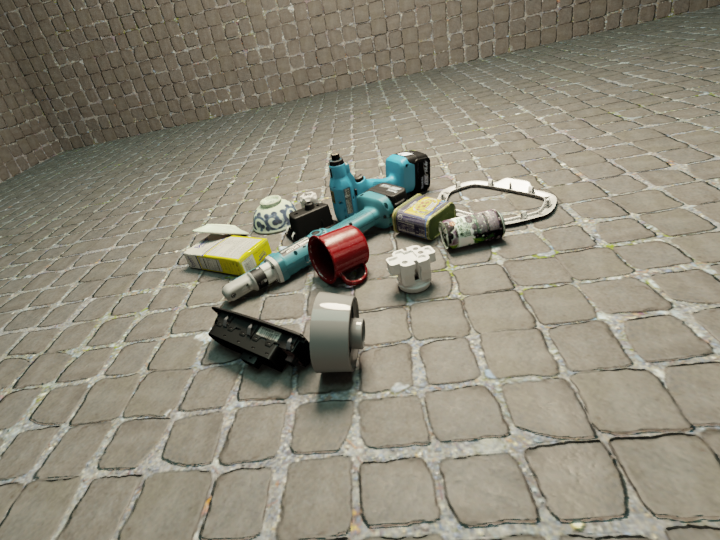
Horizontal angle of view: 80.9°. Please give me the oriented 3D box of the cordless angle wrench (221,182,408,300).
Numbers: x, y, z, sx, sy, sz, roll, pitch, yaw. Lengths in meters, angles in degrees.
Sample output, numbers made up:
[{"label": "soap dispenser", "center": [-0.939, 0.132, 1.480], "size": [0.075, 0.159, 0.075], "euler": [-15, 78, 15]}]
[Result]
[{"label": "cordless angle wrench", "center": [-0.082, -0.054, 0.844], "size": [0.415, 0.071, 0.104], "euler": [-32, 35, -23]}]

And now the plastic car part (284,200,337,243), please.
[{"label": "plastic car part", "center": [-0.116, -0.119, 0.955], "size": [0.115, 0.068, 0.070], "euler": [-27, 34, -16]}]

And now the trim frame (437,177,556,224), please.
[{"label": "trim frame", "center": [0.276, -0.152, 0.891], "size": [0.180, 0.026, 0.263], "euler": [-31, 33, -26]}]

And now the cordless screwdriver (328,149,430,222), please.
[{"label": "cordless screwdriver", "center": [0.040, -0.222, 0.975], "size": [0.244, 0.154, 0.078], "euler": [-23, 31, -20]}]

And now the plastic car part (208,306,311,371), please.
[{"label": "plastic car part", "center": [-0.159, 0.106, 0.633], "size": [0.214, 0.063, 0.067], "euler": [15, 66, 37]}]
